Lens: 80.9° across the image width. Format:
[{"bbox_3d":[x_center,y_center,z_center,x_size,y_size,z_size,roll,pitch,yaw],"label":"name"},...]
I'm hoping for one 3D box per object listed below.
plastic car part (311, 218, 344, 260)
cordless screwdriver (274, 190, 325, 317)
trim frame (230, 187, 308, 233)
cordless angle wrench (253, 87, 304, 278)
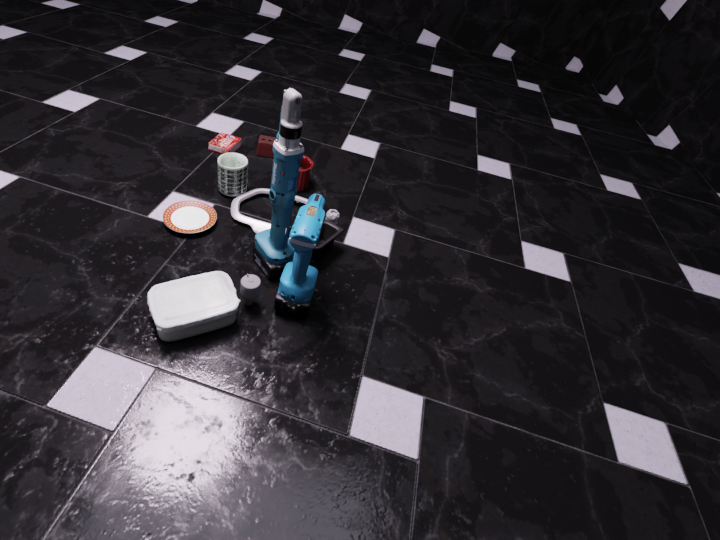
[{"bbox_3d":[-0.101,-0.066,1.031,0.068,0.069,0.115,29,44,15],"label":"plastic car part"},{"bbox_3d":[-0.115,-0.031,0.862,0.074,0.244,0.162,14,42,-3],"label":"cordless screwdriver"},{"bbox_3d":[-0.224,-0.155,1.130,0.250,0.027,0.187,15,42,3],"label":"trim frame"},{"bbox_3d":[-0.159,-0.160,0.863,0.072,0.415,0.103,-20,54,-34],"label":"cordless angle wrench"}]
